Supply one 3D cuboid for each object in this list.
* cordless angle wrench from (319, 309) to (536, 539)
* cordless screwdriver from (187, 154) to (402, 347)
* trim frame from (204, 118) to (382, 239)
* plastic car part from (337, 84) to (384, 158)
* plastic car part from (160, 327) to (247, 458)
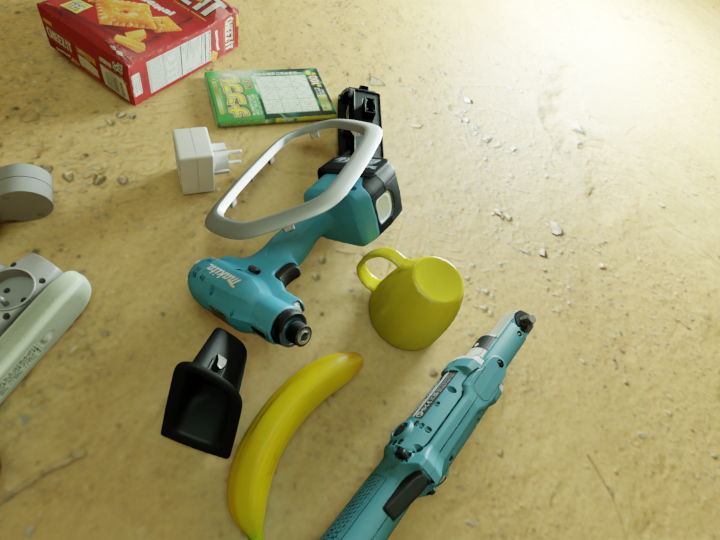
[{"bbox_3d":[0.053,0.166,0.380,0.075,0.099,0.415,50,56,1],"label":"cordless angle wrench"},{"bbox_3d":[-0.043,-0.028,0.440,0.168,0.071,0.245,20,51,40],"label":"cordless screwdriver"},{"bbox_3d":[-0.075,-0.113,0.486,0.192,0.026,0.250,1,46,27],"label":"trim frame"},{"bbox_3d":[0.007,-0.196,0.599,0.064,0.067,0.208,11,60,-18],"label":"plastic car part"},{"bbox_3d":[-0.126,0.098,0.368,0.066,0.115,0.072,20,34,-5],"label":"plastic car part"}]
